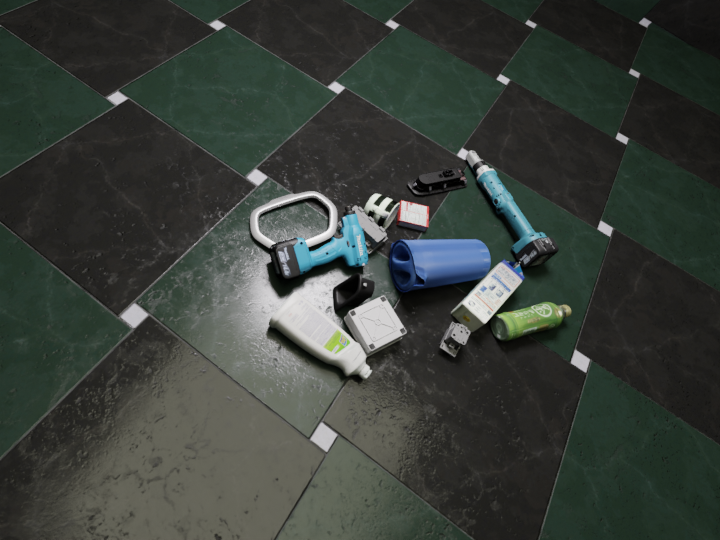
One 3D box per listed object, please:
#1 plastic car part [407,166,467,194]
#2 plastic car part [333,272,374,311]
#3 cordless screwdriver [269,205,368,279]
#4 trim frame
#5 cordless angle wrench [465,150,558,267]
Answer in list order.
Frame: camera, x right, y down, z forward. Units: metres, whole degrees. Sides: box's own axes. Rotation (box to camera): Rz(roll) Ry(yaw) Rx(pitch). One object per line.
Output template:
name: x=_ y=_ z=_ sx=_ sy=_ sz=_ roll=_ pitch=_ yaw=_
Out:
plastic car part: x=0.245 y=-0.278 z=1.301 sx=0.199 sy=0.067 sz=0.068 roll=-16 pitch=74 yaw=-17
plastic car part: x=-0.008 y=0.054 z=1.033 sx=0.067 sy=0.119 sz=0.068 roll=15 pitch=57 yaw=-34
cordless screwdriver: x=-0.104 y=-0.068 z=1.069 sx=0.242 sy=0.076 sz=0.159 roll=-13 pitch=92 yaw=-21
trim frame: x=-0.177 y=-0.136 z=1.146 sx=0.243 sy=0.027 sz=0.191 roll=-23 pitch=66 yaw=-19
cordless angle wrench: x=0.431 y=-0.209 z=1.282 sx=0.072 sy=0.097 sz=0.440 roll=-9 pitch=59 yaw=-23
